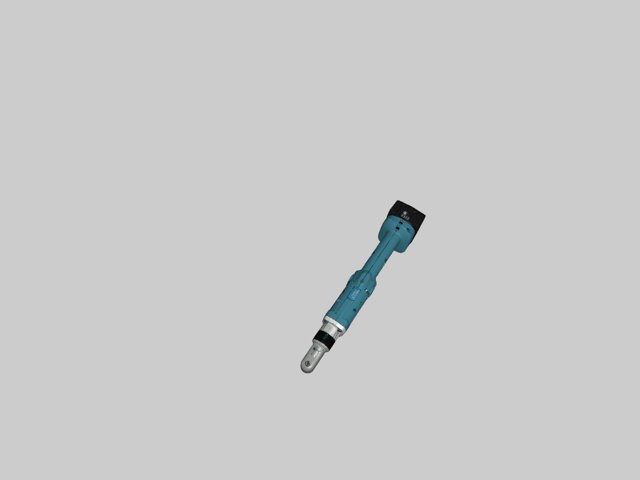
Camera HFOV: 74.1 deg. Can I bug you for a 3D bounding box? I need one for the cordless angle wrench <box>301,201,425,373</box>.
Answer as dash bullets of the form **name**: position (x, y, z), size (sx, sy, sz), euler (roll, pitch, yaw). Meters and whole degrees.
- **cordless angle wrench**: position (0.086, 0.095, 0.888), size (0.074, 0.421, 0.098), euler (32, -25, 13)
